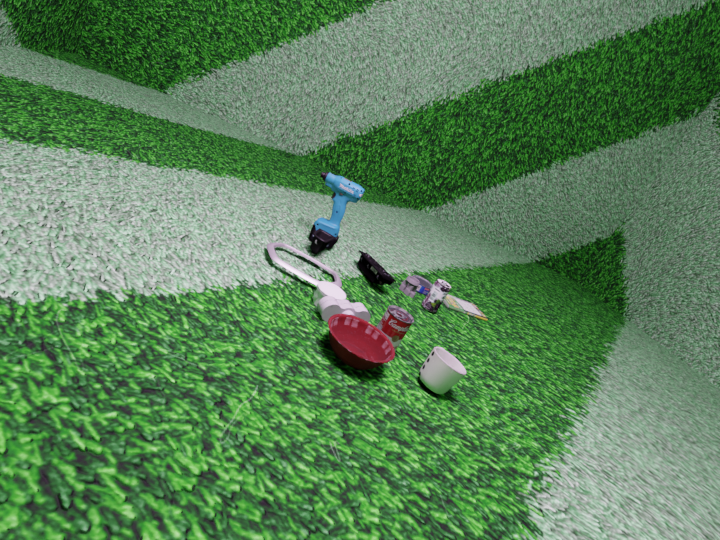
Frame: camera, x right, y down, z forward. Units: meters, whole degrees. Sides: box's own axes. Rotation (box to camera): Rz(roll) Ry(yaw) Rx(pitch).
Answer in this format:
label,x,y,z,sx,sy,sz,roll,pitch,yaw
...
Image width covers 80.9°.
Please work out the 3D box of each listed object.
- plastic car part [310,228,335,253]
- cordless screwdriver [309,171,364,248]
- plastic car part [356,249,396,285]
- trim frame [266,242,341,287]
label,x,y,z,sx,sy,sz,roll,pitch,yaw
plastic car part,-0.136,-0.089,1.393,0.067,0.070,0.115,29,19,4
cordless screwdriver,-0.108,-0.211,1.473,0.161,0.248,0.074,30,19,6
plastic car part,0.041,-0.002,1.400,0.063,0.067,0.213,16,22,-29
trim frame,-0.165,-0.014,1.231,0.250,0.027,0.184,27,19,2
